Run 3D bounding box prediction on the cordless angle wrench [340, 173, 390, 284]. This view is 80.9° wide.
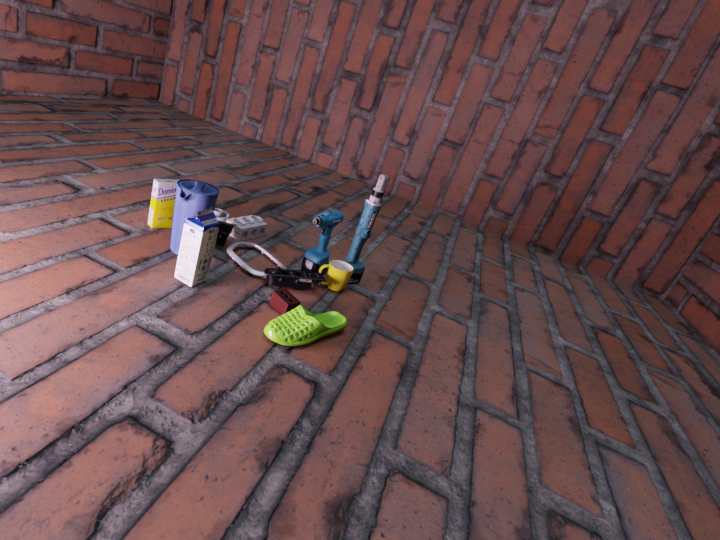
[{"bbox_3d":[0.014,-0.147,1.527,0.093,0.418,0.079,-1,31,-42],"label":"cordless angle wrench"}]

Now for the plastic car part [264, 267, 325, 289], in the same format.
[{"bbox_3d":[-0.227,0.028,1.413,0.197,0.066,0.069,10,25,-18],"label":"plastic car part"}]

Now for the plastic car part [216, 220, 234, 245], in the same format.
[{"bbox_3d":[-0.508,-0.130,1.552,0.064,0.070,0.121,13,24,-16],"label":"plastic car part"}]

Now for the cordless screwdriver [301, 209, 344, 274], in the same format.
[{"bbox_3d":[-0.148,-0.097,1.517,0.078,0.246,0.154,30,25,21],"label":"cordless screwdriver"}]

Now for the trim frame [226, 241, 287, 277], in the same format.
[{"bbox_3d":[-0.367,-0.038,1.508,0.262,0.027,0.176,33,28,31],"label":"trim frame"}]
